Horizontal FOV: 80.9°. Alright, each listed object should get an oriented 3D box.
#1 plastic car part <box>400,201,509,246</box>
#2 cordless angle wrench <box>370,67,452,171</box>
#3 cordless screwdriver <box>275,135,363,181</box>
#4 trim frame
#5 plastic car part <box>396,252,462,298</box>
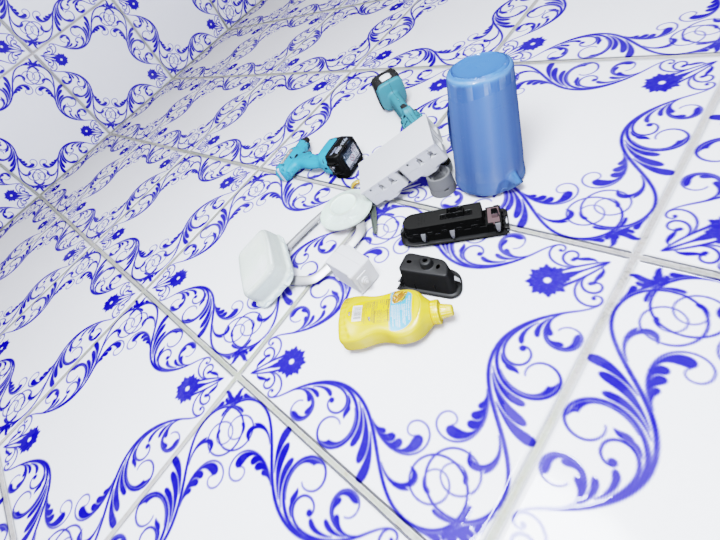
[{"bbox_3d":[0.167,-0.088,0.800,0.210,0.063,0.068,-10,55,28],"label":"plastic car part"},{"bbox_3d":[0.130,-0.369,1.050,0.075,0.093,0.442,-27,48,7],"label":"cordless angle wrench"},{"bbox_3d":[-0.110,-0.320,1.158,0.262,0.070,0.160,6,56,39],"label":"cordless screwdriver"},{"bbox_3d":[-0.094,-0.061,0.957,0.247,0.026,0.195,-48,46,-10],"label":"trim frame"},{"bbox_3d":[0.117,0.001,0.744,0.123,0.067,0.066,9,59,40],"label":"plastic car part"}]
